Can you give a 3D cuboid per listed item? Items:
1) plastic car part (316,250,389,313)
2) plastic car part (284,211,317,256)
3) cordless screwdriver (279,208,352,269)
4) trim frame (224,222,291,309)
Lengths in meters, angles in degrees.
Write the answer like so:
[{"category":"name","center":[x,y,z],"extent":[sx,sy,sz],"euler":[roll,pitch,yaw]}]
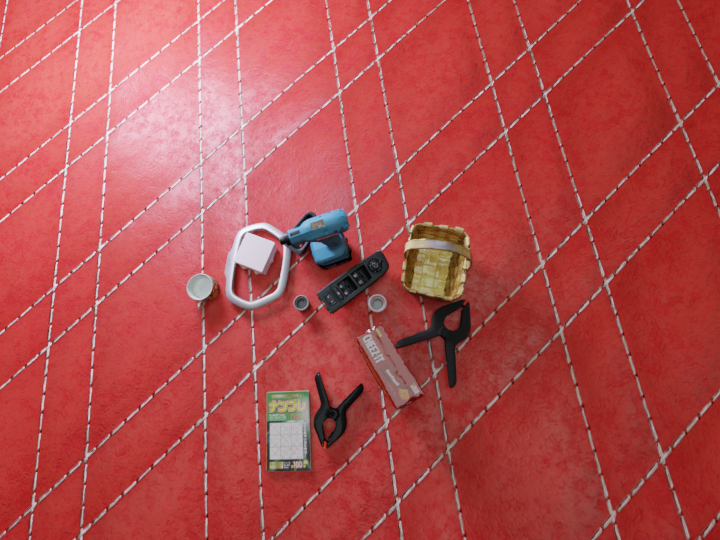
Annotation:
[{"category":"plastic car part","center":[-0.013,0.031,1.086],"extent":[0.202,0.065,0.068],"euler":[-37,75,-5]},{"category":"plastic car part","center":[-0.149,-0.094,1.140],"extent":[0.068,0.069,0.116],"euler":[34,80,13]},{"category":"cordless screwdriver","center":[-0.101,-0.066,1.034],"extent":[0.159,0.242,0.076],"euler":[-18,75,-1]},{"category":"trim frame","center":[-0.283,-0.014,1.155],"extent":[0.187,0.027,0.252],"euler":[2,73,8]}]
